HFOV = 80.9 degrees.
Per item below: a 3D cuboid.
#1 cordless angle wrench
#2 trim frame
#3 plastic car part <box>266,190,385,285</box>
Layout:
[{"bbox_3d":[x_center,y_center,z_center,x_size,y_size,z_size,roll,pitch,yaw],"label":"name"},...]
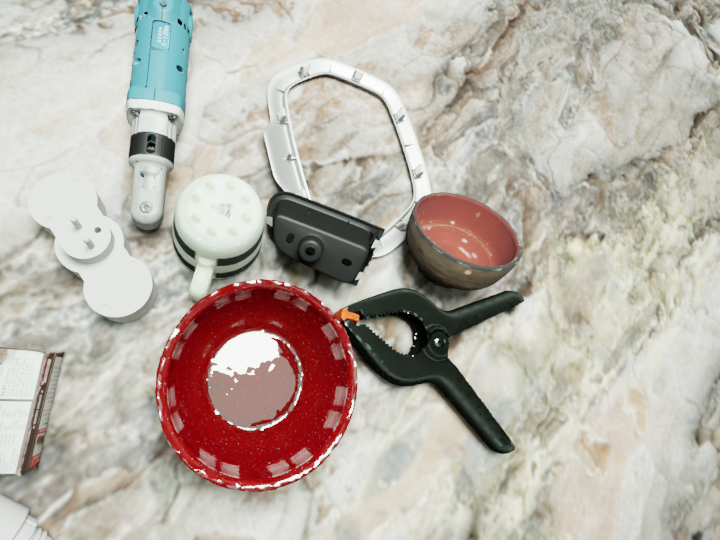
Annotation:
[{"bbox_3d":[-0.197,-0.248,0.425,0.072,0.099,0.429,4,75,-21],"label":"cordless angle wrench"},{"bbox_3d":[-0.014,-0.134,0.471,0.180,0.028,0.252,-11,78,-17],"label":"trim frame"},{"bbox_3d":[-0.039,-0.025,0.394,0.114,0.072,0.066,23,106,-10],"label":"plastic car part"}]
